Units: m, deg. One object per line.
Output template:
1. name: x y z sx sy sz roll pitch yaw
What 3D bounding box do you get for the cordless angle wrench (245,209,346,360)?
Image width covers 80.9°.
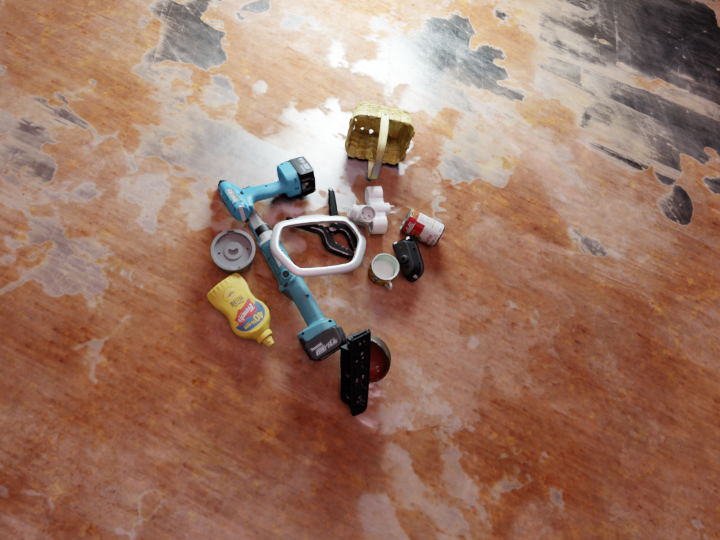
1. cordless angle wrench: -0.178 0.017 1.048 0.098 0.072 0.437 -33 71 2

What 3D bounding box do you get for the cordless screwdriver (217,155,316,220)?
1. cordless screwdriver: -0.253 -0.231 1.131 0.245 0.071 0.168 -26 51 -17

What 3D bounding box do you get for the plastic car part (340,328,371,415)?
1. plastic car part: -0.017 0.230 0.950 0.070 0.064 0.200 5 104 34

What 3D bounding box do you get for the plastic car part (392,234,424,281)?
1. plastic car part: 0.120 -0.032 1.095 0.067 0.067 0.120 -24 70 24

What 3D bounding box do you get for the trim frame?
1. trim frame: -0.103 -0.068 1.058 0.243 0.027 0.191 -9 62 -16
